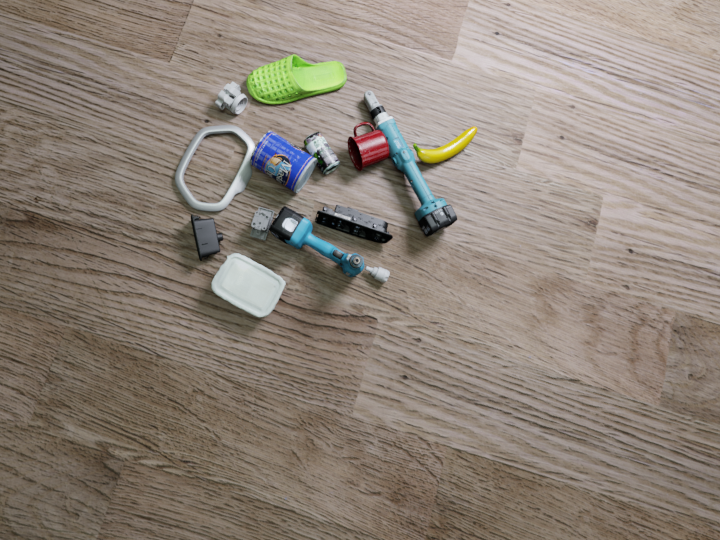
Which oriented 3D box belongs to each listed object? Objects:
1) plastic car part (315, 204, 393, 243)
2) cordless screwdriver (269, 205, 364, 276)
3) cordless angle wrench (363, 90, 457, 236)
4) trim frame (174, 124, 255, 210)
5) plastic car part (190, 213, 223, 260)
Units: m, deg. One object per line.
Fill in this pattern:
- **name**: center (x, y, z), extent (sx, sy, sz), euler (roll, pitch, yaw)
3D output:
- **plastic car part**: center (-0.013, -0.124, 1.099), extent (0.204, 0.065, 0.068), euler (22, 57, 2)
- **cordless screwdriver**: center (-0.101, -0.066, 1.035), extent (0.251, 0.158, 0.074), euler (31, 82, 2)
- **cordless angle wrench**: center (0.112, -0.295, 1.111), extent (0.074, 0.097, 0.430), euler (-26, 81, -4)
- **trim frame**: center (-0.382, -0.274, 1.121), extent (0.185, 0.027, 0.249), euler (23, 80, 2)
- **plastic car part**: center (-0.390, -0.087, 1.082), extent (0.069, 0.067, 0.117), euler (-16, 87, -20)
